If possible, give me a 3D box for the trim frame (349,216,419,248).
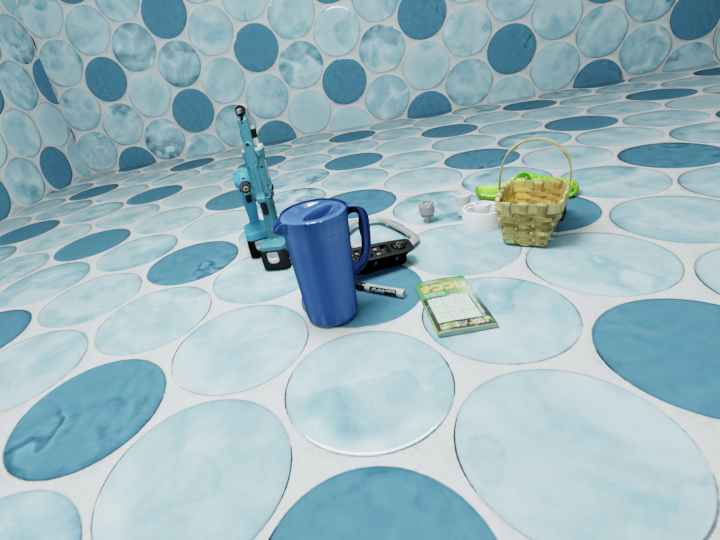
[{"bbox_3d":[0.048,-0.097,1.166,0.180,0.027,0.262,-24,30,-21],"label":"trim frame"}]

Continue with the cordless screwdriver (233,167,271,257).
[{"bbox_3d":[-0.297,-0.153,1.172,0.073,0.241,0.166,-15,27,-11],"label":"cordless screwdriver"}]

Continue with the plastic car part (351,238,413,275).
[{"bbox_3d":[0.033,-0.027,1.003,0.200,0.065,0.069,-17,28,-10],"label":"plastic car part"}]

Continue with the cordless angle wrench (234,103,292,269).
[{"bbox_3d":[-0.247,-0.203,1.066,0.075,0.410,0.099,-5,26,9],"label":"cordless angle wrench"}]
